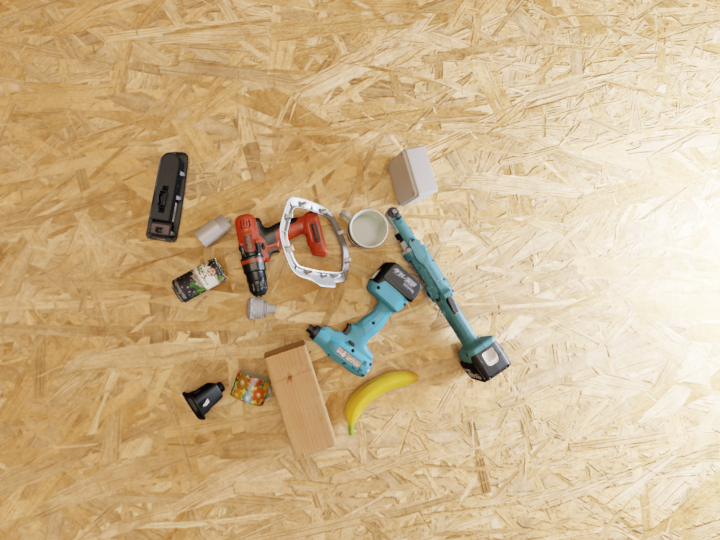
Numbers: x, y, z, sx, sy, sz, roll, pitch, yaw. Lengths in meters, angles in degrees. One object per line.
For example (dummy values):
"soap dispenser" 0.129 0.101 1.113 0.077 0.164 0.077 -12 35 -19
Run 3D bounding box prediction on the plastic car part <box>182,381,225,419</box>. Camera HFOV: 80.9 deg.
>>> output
"plastic car part" -0.309 0.255 0.853 0.069 0.119 0.066 -36 93 -34

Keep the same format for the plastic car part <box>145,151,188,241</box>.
"plastic car part" -0.421 -0.168 0.913 0.066 0.066 0.205 7 80 -2

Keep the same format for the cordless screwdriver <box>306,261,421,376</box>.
"cordless screwdriver" 0.007 0.088 0.925 0.159 0.075 0.248 35 84 -2

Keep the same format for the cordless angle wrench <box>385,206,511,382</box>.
"cordless angle wrench" 0.175 0.041 0.947 0.074 0.098 0.428 -30 83 -11

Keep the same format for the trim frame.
"trim frame" -0.085 -0.055 0.866 0.028 0.236 0.187 -15 76 26
